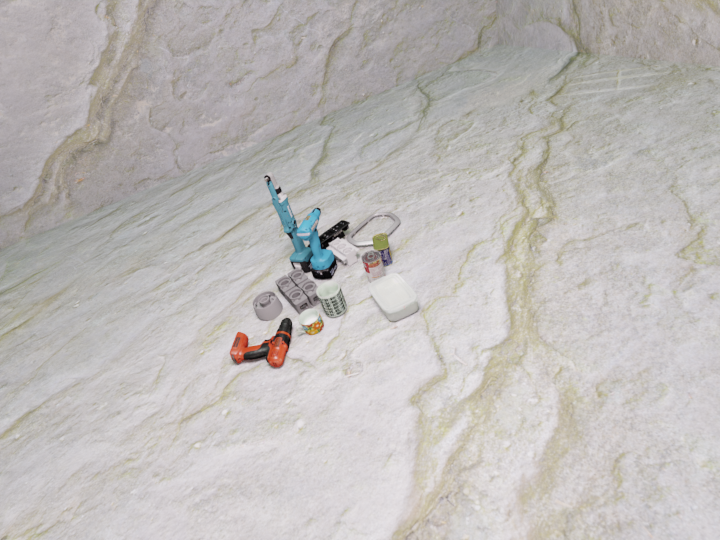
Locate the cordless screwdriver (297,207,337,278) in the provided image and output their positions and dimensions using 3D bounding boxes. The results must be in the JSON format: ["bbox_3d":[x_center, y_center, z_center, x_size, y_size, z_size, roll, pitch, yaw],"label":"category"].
[{"bbox_3d":[-0.153,-0.100,1.561,0.077,0.238,0.160,-2,38,23],"label":"cordless screwdriver"}]

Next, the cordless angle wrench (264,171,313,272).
[{"bbox_3d":[-0.267,-0.177,1.574,0.078,0.405,0.098,3,39,28],"label":"cordless angle wrench"}]

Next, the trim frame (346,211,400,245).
[{"bbox_3d":[0.052,-0.172,1.734,0.194,0.026,0.245,16,50,39],"label":"trim frame"}]

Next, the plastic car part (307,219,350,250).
[{"bbox_3d":[-0.130,-0.131,1.738,0.200,0.064,0.070,-34,38,-18],"label":"plastic car part"}]
